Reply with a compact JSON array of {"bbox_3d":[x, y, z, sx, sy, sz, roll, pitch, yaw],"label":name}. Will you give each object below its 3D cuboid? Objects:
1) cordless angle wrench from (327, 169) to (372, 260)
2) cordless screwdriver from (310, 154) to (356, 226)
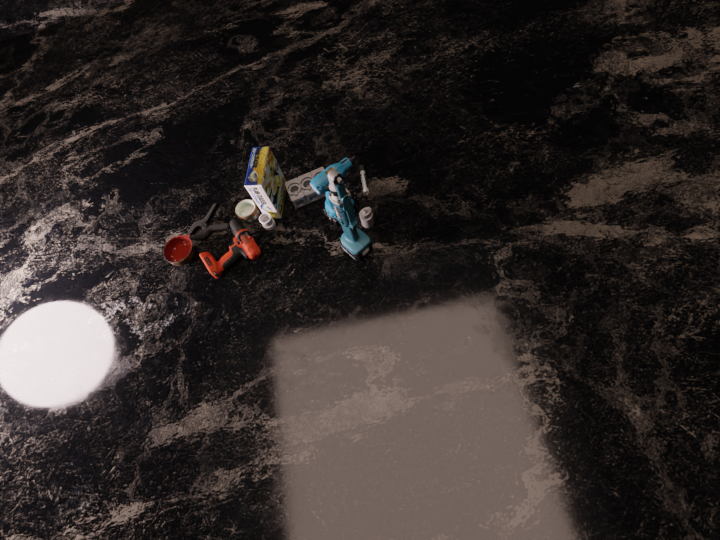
[{"bbox_3d":[-0.040,-0.156,1.209,0.074,0.406,0.102,-43,67,-11],"label":"cordless angle wrench"},{"bbox_3d":[-0.065,-0.255,1.358,0.158,0.239,0.078,-39,66,-8],"label":"cordless screwdriver"}]
